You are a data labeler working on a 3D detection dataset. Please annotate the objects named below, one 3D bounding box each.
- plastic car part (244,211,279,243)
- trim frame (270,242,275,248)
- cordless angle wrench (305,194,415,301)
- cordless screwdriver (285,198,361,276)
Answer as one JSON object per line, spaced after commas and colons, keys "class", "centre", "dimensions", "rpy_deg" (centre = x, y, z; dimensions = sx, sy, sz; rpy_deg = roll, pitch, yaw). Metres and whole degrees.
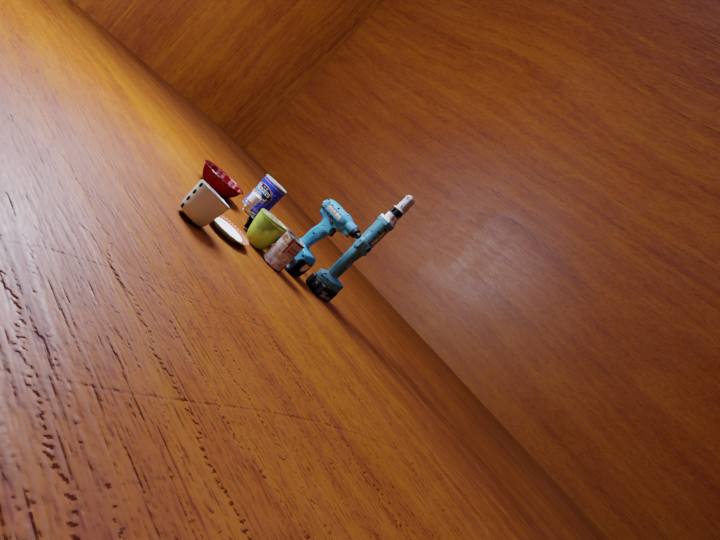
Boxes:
{"class": "plastic car part", "centre": [-0.294, -0.126, 1.313], "dimensions": [0.070, 0.067, 0.192], "rpy_deg": [48, 6, 29]}
{"class": "trim frame", "centre": [-0.263, -0.076, 1.386], "dimensions": [0.262, 0.027, 0.174], "rpy_deg": [48, 6, 39]}
{"class": "cordless angle wrench", "centre": [0.010, -0.078, 1.320], "dimensions": [0.078, 0.424, 0.093], "rpy_deg": [49, 7, 34]}
{"class": "cordless screwdriver", "centre": [-0.124, -0.081, 1.267], "dimensions": [0.167, 0.249, 0.071], "rpy_deg": [48, 6, 27]}
